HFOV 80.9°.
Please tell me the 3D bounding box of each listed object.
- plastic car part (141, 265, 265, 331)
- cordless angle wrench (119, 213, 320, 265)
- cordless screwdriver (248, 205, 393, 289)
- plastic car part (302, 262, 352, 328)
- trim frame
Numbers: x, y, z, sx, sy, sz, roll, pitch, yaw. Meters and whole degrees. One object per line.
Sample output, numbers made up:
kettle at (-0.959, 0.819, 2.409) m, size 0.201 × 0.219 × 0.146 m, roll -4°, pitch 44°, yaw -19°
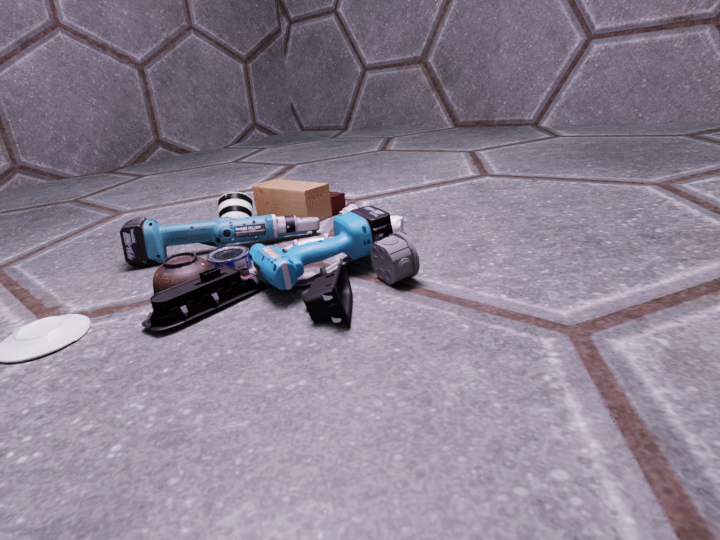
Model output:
plastic car part at (-0.253, 0.037, 0.685) m, size 0.070 × 0.065 × 0.198 m, roll 22°, pitch 39°, yaw 37°
cordless angle wrench at (-0.298, -0.086, 0.940) m, size 0.417 × 0.096 × 0.077 m, roll -7°, pitch 18°, yaw -10°
cordless screwdriver at (-0.074, -0.049, 0.761) m, size 0.243 × 0.072 × 0.168 m, roll -22°, pitch 28°, yaw -23°
plastic car part at (-0.053, 0.038, 0.636) m, size 0.072 × 0.064 × 0.118 m, roll -18°, pitch 19°, yaw 7°
trim frame at (-0.094, -0.027, 0.825) m, size 0.194 × 0.027 × 0.241 m, roll 13°, pitch 29°, yaw 35°
